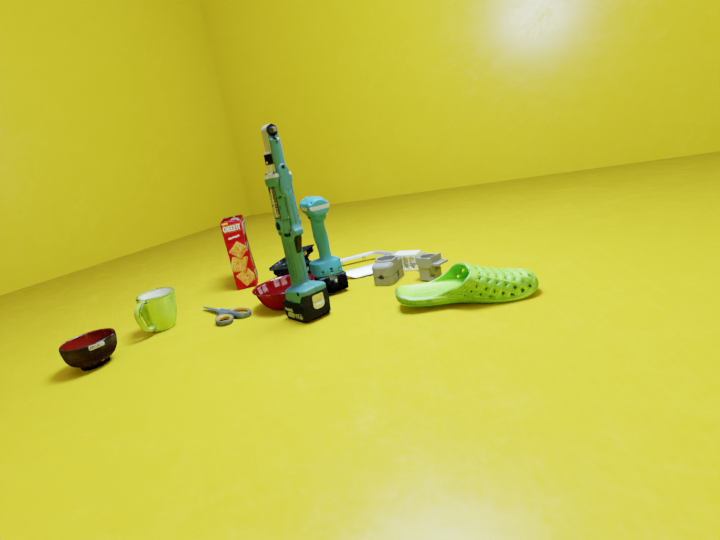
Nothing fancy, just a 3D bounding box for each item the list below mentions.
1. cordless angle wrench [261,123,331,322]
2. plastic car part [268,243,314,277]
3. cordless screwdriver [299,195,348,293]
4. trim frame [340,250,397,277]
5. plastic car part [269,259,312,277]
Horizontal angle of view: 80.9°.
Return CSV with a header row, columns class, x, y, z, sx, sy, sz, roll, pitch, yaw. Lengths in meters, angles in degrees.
class,x,y,z,sx,sy,sz,roll,pitch,yaw
cordless angle wrench,-0.154,-0.099,0.910,0.072,0.416,0.103,-20,14,-38
plastic car part,-0.219,-0.025,1.357,0.069,0.066,0.198,-4,17,30
cordless screwdriver,-0.107,-0.070,1.093,0.073,0.245,0.165,-15,13,-18
trim frame,-0.009,-0.015,1.236,0.246,0.027,0.189,-14,15,-7
plastic car part,-0.185,0.013,1.186,0.121,0.070,0.064,-3,15,31
